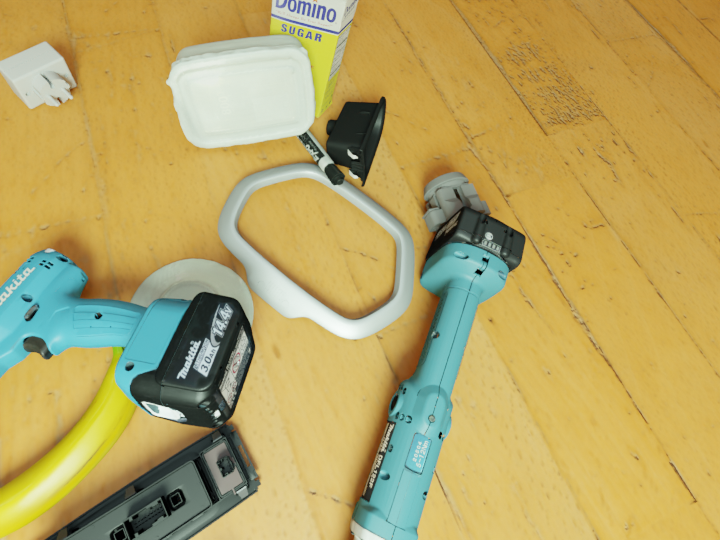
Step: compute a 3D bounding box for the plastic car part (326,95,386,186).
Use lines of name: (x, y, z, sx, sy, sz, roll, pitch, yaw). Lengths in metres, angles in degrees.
plastic car part: (-0.011, -0.179, 0.557, 0.072, 0.064, 0.118, 10, 60, 9)

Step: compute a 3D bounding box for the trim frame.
trim frame: (-0.048, -0.032, 0.495, 0.252, 0.027, 0.183, 37, 64, 8)

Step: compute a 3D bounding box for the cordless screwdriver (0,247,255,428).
cordless screwdriver: (-0.226, 0.073, 0.361, 0.255, 0.072, 0.161, 11, 52, 12)

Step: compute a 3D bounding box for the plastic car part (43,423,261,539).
plastic car part: (-0.183, 0.210, 0.341, 0.200, 0.067, 0.067, -29, 81, -17)

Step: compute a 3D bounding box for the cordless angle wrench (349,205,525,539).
cordless angle wrench: (0.055, 0.134, 0.397, 0.074, 0.098, 0.425, 25, 67, -3)
